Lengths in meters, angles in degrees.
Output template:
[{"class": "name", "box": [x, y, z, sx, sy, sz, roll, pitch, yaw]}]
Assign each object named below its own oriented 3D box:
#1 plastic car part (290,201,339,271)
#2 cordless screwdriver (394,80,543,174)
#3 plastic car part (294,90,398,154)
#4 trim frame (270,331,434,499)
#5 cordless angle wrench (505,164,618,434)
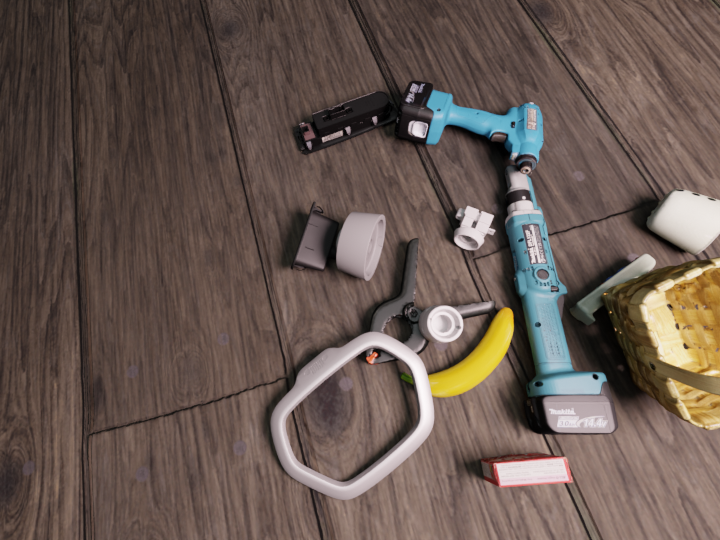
[{"class": "plastic car part", "box": [-0.070, -0.046, 0.717, 0.070, 0.066, 0.118, 15, 73, -5]}, {"class": "cordless screwdriver", "box": [0.187, -0.247, 0.739, 0.253, 0.072, 0.161, 13, 55, 9]}, {"class": "plastic car part", "box": [-0.027, -0.294, 0.809, 0.202, 0.065, 0.069, -18, 62, -4]}, {"class": "trim frame", "box": [-0.012, 0.202, 0.604, 0.248, 0.027, 0.189, -41, 77, 0]}, {"class": "cordless angle wrench", "box": [0.269, 0.017, 0.640, 0.099, 0.072, 0.433, -4, 65, 4]}]
